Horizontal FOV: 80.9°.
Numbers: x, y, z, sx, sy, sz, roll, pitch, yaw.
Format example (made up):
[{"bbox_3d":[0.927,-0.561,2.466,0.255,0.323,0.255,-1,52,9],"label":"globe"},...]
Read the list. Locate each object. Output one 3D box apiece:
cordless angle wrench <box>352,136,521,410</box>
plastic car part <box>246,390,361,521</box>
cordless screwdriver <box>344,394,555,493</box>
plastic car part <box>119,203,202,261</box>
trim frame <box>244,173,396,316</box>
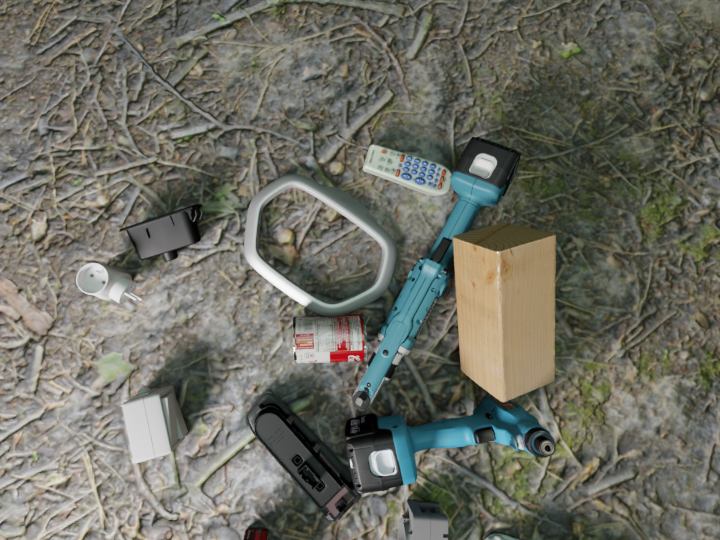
[{"bbox_3d":[0.099,0.012,0.617,0.077,0.094,0.423,28,87,18],"label":"cordless angle wrench"},{"bbox_3d":[-0.086,0.264,0.593,0.066,0.066,0.206,-44,83,0],"label":"plastic car part"},{"bbox_3d":[0.107,0.224,0.550,0.248,0.158,0.075,-12,86,-2],"label":"cordless screwdriver"},{"bbox_3d":[-0.289,-0.051,0.636,0.116,0.067,0.070,-21,100,-1],"label":"plastic car part"},{"bbox_3d":[-0.064,-0.042,0.650,0.251,0.027,0.184,34,84,5],"label":"trim frame"}]
